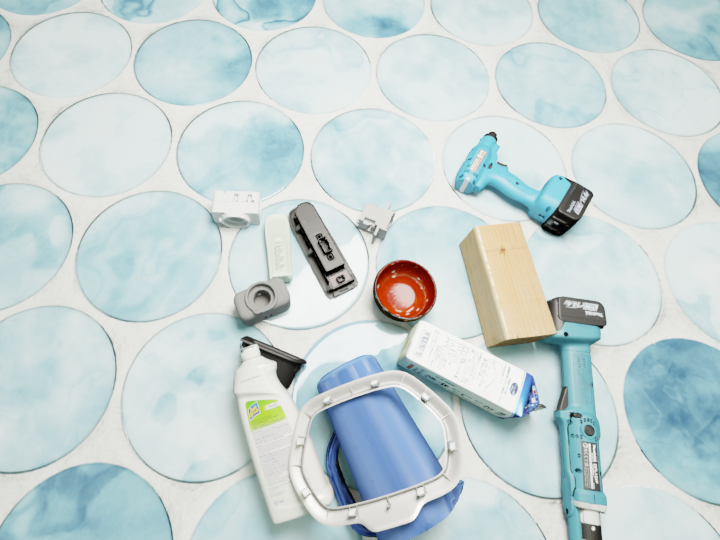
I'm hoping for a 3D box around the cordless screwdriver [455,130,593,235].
[{"bbox_3d":[0.338,-0.188,0.875,0.255,0.072,0.159,28,69,13],"label":"cordless screwdriver"}]

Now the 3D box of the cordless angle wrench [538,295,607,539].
[{"bbox_3d":[0.355,0.258,0.691,0.098,0.073,0.430,7,69,-1],"label":"cordless angle wrench"}]

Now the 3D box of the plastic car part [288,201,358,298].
[{"bbox_3d":[-0.079,-0.052,0.807,0.066,0.065,0.210,-27,69,-7],"label":"plastic car part"}]

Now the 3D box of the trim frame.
[{"bbox_3d":[0.014,0.245,0.579,0.251,0.026,0.190,-22,67,8],"label":"trim frame"}]

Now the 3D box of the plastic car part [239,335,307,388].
[{"bbox_3d":[-0.157,0.164,0.717,0.117,0.065,0.071,24,84,3],"label":"plastic car part"}]
